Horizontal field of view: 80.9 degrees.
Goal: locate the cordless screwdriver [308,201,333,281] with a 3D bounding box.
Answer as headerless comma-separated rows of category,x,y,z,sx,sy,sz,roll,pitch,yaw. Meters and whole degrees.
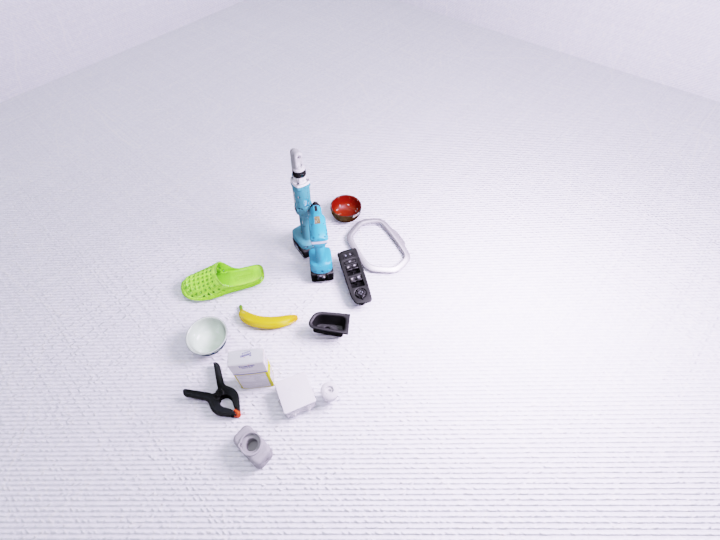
cordless screwdriver,-0.130,-0.085,1.329,0.074,0.241,0.165,-6,53,-5

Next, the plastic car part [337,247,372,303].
plastic car part,-0.018,0.028,1.346,0.066,0.065,0.212,-13,53,-9

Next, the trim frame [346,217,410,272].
trim frame,0.062,-0.088,1.454,0.181,0.026,0.261,-24,55,-14

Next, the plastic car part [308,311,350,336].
plastic car part,-0.091,0.165,1.242,0.118,0.068,0.067,5,53,6

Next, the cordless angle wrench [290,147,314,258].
cordless angle wrench,-0.180,-0.203,1.317,0.073,0.409,0.103,-27,58,-20
